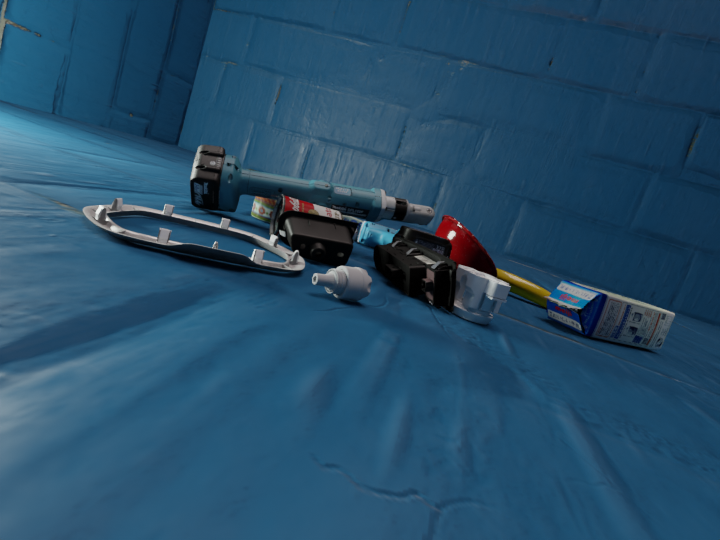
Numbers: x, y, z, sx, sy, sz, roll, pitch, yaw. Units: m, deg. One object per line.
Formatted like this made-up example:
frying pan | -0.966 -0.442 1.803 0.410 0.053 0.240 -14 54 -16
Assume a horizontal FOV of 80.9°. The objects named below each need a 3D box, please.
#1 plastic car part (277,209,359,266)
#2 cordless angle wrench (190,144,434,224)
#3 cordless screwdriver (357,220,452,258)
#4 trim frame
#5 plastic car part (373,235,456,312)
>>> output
plastic car part | -0.058 -0.038 0.592 0.112 0.065 0.074 10 26 -22
cordless angle wrench | -0.071 -0.127 0.730 0.416 0.076 0.097 8 -30 -10
cordless screwdriver | 0.100 -0.044 0.833 0.155 0.074 0.256 15 7 -17
trim frame | -0.178 -0.042 0.483 0.238 0.027 0.193 14 12 -27
plastic car part | 0.066 -0.002 0.608 0.066 0.065 0.209 -10 18 -10
